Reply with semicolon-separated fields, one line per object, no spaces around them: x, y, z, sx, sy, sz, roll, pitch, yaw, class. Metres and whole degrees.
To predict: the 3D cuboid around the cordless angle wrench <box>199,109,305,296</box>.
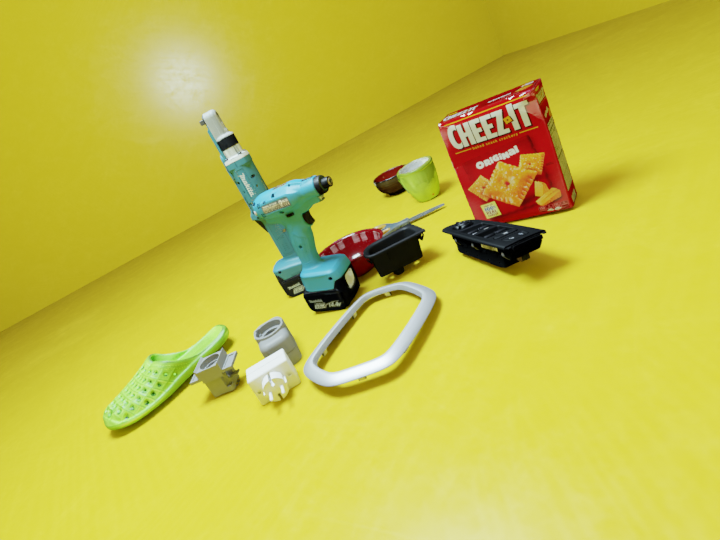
-0.209;-0.141;0.895;0.099;0.411;0.075;-24;18;12;cordless angle wrench

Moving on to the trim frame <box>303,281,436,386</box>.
0.015;0.089;0.644;0.192;0.027;0.246;-9;29;39;trim frame

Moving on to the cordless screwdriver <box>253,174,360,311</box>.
-0.075;-0.049;0.762;0.165;0.241;0.074;-15;22;32;cordless screwdriver

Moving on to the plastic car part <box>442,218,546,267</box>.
0.202;-0.045;0.664;0.066;0.065;0.211;-31;22;-7;plastic car part

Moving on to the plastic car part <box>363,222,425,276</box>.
0.066;-0.029;0.784;0.116;0.069;0.068;-31;20;-7;plastic car part
